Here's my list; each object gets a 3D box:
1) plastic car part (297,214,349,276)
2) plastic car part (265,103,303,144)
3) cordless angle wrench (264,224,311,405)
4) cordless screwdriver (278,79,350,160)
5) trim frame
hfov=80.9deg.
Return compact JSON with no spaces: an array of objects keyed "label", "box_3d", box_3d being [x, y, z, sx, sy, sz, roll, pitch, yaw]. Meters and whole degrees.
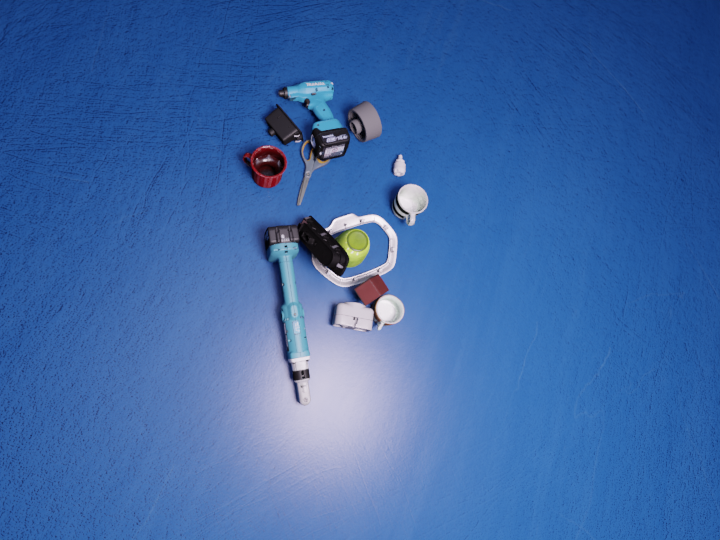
[{"label":"plastic car part","box_3d":[-0.101,-0.066,1.028,0.066,0.063,0.214,-52,54,9]},{"label":"plastic car part","box_3d":[-0.220,-0.395,1.175,0.071,0.065,0.118,-41,83,-6]},{"label":"cordless angle wrench","box_3d":[-0.164,0.103,1.015,0.072,0.099,0.429,-6,78,-19]},{"label":"cordless screwdriver","box_3d":[-0.129,-0.428,1.182,0.156,0.073,0.257,-11,67,-15]},{"label":"trim frame","box_3d":[-0.012,-0.060,1.127,0.244,0.027,0.188,-20,77,-14]}]
